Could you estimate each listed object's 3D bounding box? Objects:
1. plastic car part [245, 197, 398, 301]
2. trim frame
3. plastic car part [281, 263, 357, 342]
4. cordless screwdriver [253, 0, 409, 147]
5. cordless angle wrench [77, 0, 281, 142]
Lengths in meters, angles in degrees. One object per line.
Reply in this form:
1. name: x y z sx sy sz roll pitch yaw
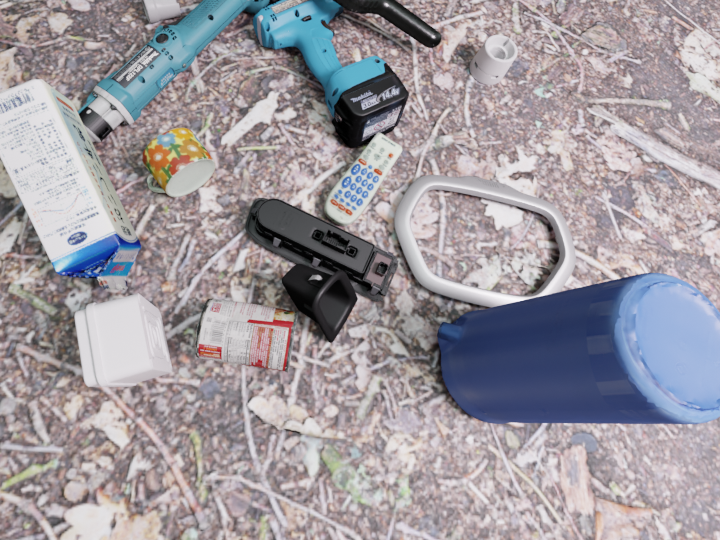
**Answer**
1. plastic car part: -0.051 -0.033 0.520 0.205 0.066 0.066 25 79 5
2. trim frame: 0.165 -0.043 0.561 0.248 0.027 0.186 11 73 0
3. plastic car part: -0.053 0.025 0.480 0.074 0.111 0.066 23 70 23
4. cordless screwdriver: -0.024 -0.306 0.602 0.157 0.073 0.255 -33 75 -15
5. cordless angle wrench: -0.262 -0.299 0.578 0.100 0.073 0.422 34 75 9
